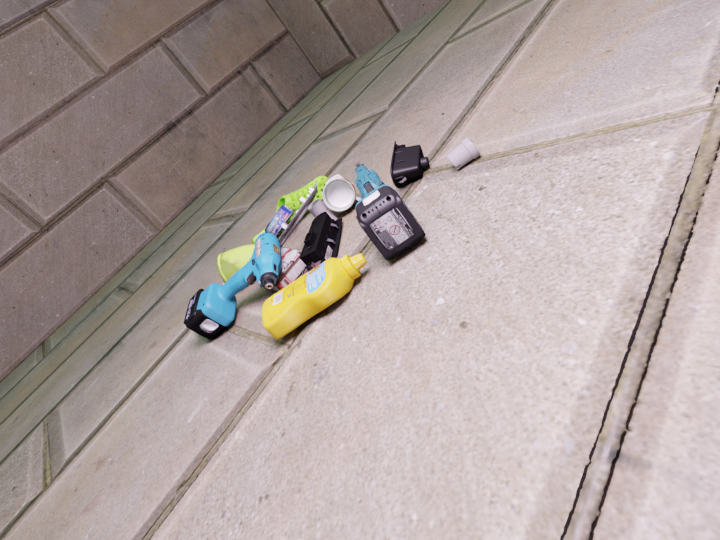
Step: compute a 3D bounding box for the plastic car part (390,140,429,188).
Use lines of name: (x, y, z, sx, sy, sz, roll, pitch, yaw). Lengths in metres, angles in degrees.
plastic car part: (0.103, -0.215, 0.855, 0.073, 0.063, 0.119, -13, 38, 20)

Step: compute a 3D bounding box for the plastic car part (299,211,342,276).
plastic car part: (-0.082, -0.054, 0.842, 0.067, 0.065, 0.206, -34, 24, 29)

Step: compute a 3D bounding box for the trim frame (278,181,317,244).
trim frame: (-0.152, -0.125, 0.985, 0.184, 0.027, 0.250, -54, 7, -5)

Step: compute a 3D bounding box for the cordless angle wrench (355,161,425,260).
cordless angle wrench: (0.027, -0.150, 0.826, 0.075, 0.094, 0.435, -35, 23, 10)

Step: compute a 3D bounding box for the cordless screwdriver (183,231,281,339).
cordless screwdriver: (-0.249, 0.045, 0.844, 0.251, 0.071, 0.166, -41, 32, 17)
